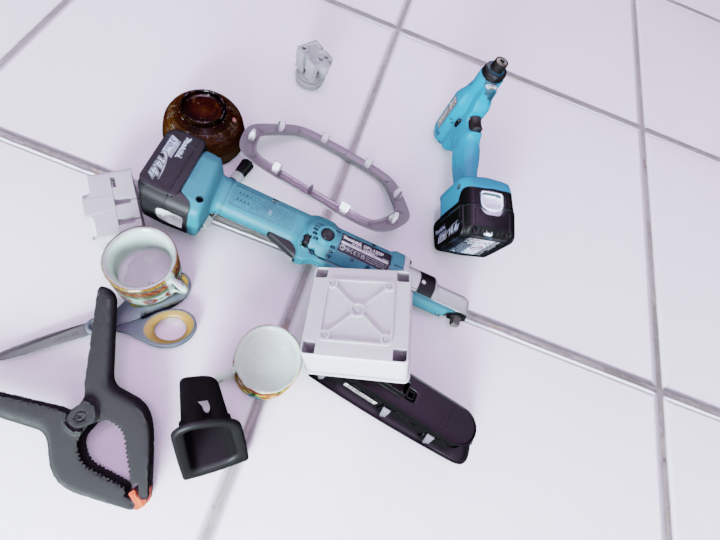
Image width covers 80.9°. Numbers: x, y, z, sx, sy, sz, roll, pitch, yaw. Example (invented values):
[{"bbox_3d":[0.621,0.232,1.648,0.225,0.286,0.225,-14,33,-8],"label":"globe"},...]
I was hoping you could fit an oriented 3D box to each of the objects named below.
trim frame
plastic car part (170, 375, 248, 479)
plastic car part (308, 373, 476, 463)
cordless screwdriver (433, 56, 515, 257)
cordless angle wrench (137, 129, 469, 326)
[{"bbox_3d":[-0.042,-0.133,0.562,0.250,0.027,0.184,32,38,2],"label":"trim frame"},{"bbox_3d":[-0.149,0.140,0.405,0.064,0.113,0.074,-11,47,-20],"label":"plastic car part"},{"bbox_3d":[0.045,0.136,0.472,0.203,0.067,0.066,33,55,1],"label":"plastic car part"},{"bbox_3d":[0.158,-0.152,0.577,0.073,0.159,0.254,8,66,-13],"label":"cordless screwdriver"},{"bbox_3d":[-0.051,-0.033,0.518,0.416,0.075,0.099,24,63,-9],"label":"cordless angle wrench"}]
